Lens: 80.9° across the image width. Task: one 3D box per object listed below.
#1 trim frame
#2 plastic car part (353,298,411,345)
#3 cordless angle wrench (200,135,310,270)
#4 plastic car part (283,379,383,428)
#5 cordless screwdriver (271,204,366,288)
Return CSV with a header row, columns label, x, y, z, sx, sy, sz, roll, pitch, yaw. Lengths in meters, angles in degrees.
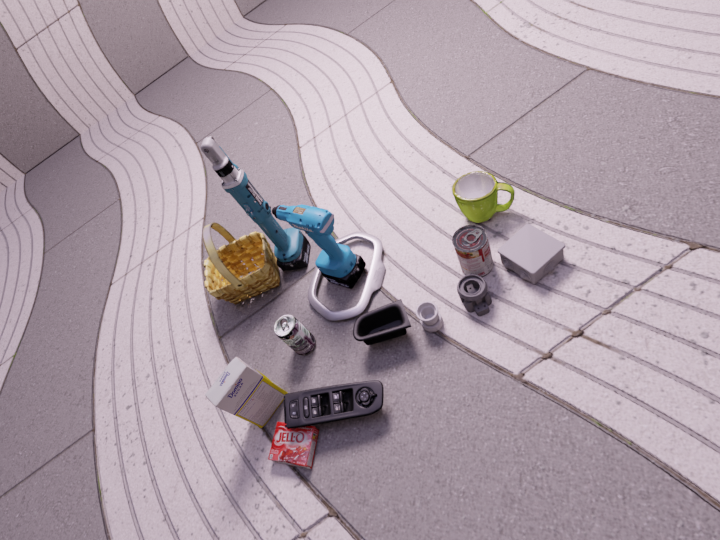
label,x,y,z,sx,sy,sz,roll,pitch,yaw
trim frame,-0.033,0.009,1.028,0.192,0.026,0.251,0,57,28
plastic car part,0.047,0.120,0.876,0.118,0.067,0.069,-23,49,11
cordless angle wrench,-0.243,-0.146,1.001,0.076,0.401,0.100,-10,52,19
plastic car part,-0.047,0.264,0.821,0.207,0.063,0.068,-17,50,16
cordless screwdriver,-0.095,-0.062,0.972,0.168,0.235,0.074,17,65,35
